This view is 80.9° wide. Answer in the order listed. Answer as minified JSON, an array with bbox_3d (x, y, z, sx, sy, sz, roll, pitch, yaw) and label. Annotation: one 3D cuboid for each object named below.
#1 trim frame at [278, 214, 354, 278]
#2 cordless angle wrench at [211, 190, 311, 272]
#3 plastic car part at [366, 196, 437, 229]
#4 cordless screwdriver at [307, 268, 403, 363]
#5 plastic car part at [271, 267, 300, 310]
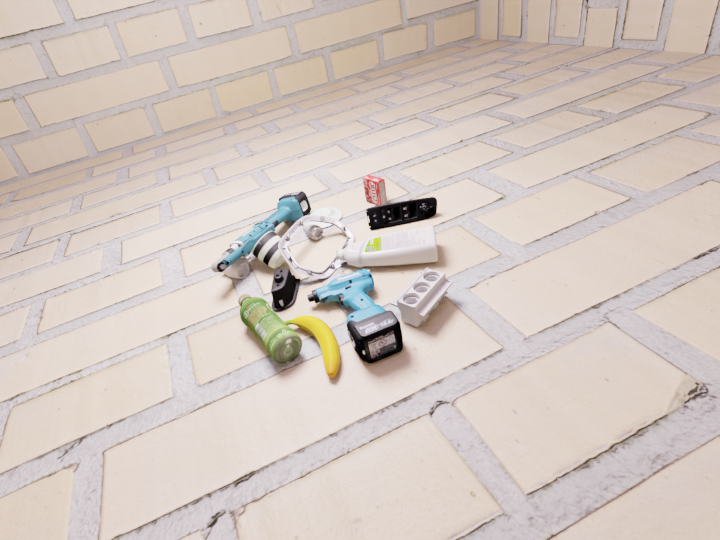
[{"bbox_3d":[-0.112,-0.073,1.147,0.187,0.027,0.247,28,44,7],"label":"trim frame"},{"bbox_3d":[-0.286,-0.112,1.226,0.102,0.072,0.419,-4,30,31],"label":"cordless angle wrench"},{"bbox_3d":[0.120,-0.169,1.228,0.205,0.065,0.067,-10,9,8],"label":"plastic car part"},{"bbox_3d":[-0.018,0.090,0.906,0.158,0.071,0.260,-19,32,-7],"label":"cordless screwdriver"},{"bbox_3d":[-0.193,0.036,1.039,0.067,0.068,0.119,-9,32,7],"label":"plastic car part"}]
